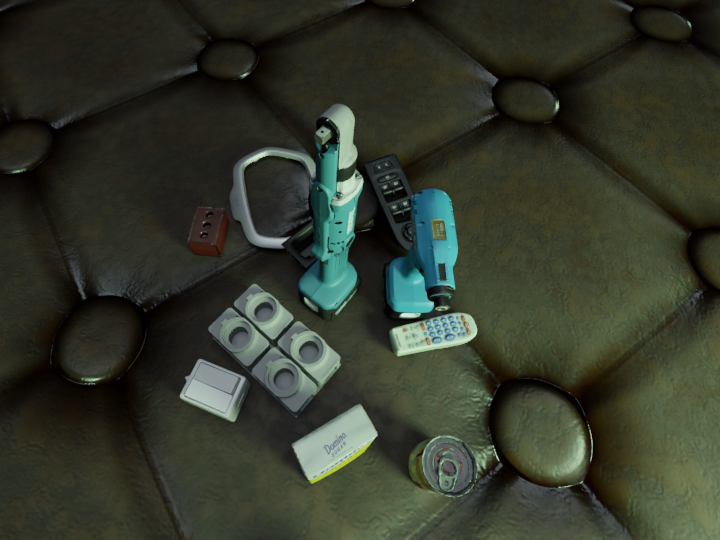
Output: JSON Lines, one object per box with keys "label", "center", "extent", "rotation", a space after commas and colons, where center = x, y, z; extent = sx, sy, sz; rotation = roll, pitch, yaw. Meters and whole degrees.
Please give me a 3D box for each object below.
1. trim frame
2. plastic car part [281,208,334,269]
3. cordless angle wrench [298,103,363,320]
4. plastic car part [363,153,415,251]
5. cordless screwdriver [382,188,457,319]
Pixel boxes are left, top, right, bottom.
{"label": "trim frame", "center": [-0.162, -0.148, 0.822], "extent": [0.182, 0.027, 0.258], "rotation": [-15, 63, -8]}
{"label": "plastic car part", "center": [-0.073, -0.048, 0.745], "extent": [0.115, 0.069, 0.068], "rotation": [-41, 72, -20]}
{"label": "cordless angle wrench", "center": [-0.037, -0.050, 0.552], "extent": [0.076, 0.413, 0.097], "rotation": [36, 66, 12]}
{"label": "plastic car part", "center": [0.067, -0.116, 0.783], "extent": [0.065, 0.065, 0.211], "rotation": [-16, 64, -11]}
{"label": "cordless screwdriver", "center": [0.085, 0.015, 0.614], "extent": [0.074, 0.243, 0.163], "rotation": [2, 63, -4]}
